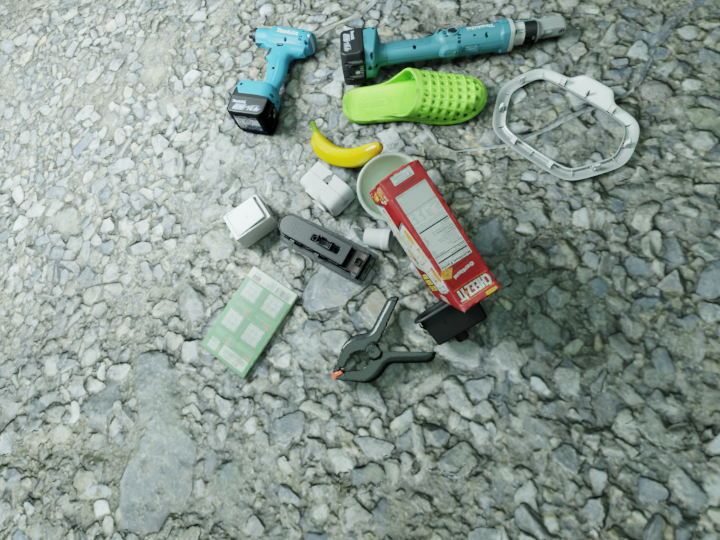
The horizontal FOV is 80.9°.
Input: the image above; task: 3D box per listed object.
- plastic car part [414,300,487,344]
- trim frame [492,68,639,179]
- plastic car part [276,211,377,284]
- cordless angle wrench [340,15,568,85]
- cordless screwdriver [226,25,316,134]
[{"bbox_3d":[0.154,0.077,0.686,0.117,0.065,0.072,-36,86,5],"label":"plastic car part"},{"bbox_3d":[0.357,-0.265,0.749,0.184,0.026,0.259,-45,68,-3],"label":"trim frame"},{"bbox_3d":[-0.076,-0.050,0.776,0.211,0.064,0.066,28,90,21],"label":"plastic car part"},{"bbox_3d":[0.174,-0.442,0.821,0.429,0.071,0.100,-4,60,9],"label":"cordless angle wrench"},{"bbox_3d":[-0.211,-0.421,0.910,0.164,0.071,0.250,18,75,17],"label":"cordless screwdriver"}]
